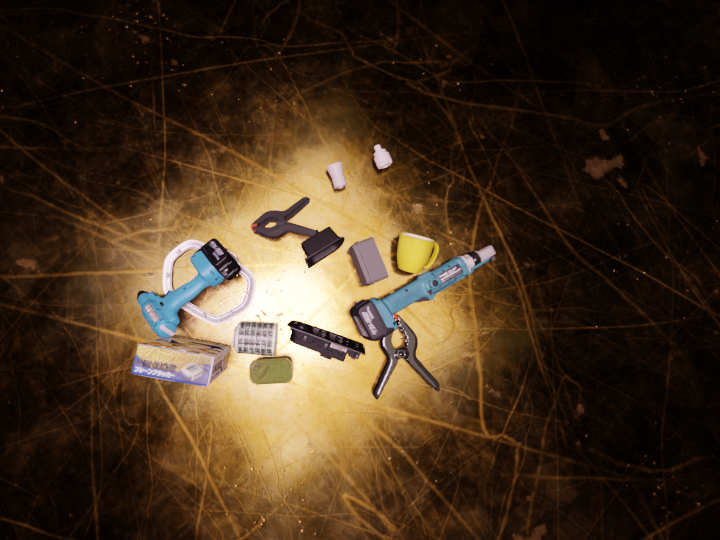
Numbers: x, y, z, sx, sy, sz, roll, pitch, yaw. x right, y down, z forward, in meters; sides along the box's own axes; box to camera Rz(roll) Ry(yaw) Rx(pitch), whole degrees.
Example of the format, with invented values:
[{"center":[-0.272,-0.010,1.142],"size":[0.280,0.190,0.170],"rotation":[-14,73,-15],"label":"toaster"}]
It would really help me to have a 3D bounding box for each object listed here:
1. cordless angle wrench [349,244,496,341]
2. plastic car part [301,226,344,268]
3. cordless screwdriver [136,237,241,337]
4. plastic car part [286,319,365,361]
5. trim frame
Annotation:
[{"center":[0.174,0.036,1.062],"size":[0.416,0.075,0.098],"rotation":[-28,91,-17],"label":"cordless angle wrench"},{"center":[-0.107,-0.070,1.094],"size":[0.115,0.064,0.073],"rotation":[-36,72,-12],"label":"plastic car part"},{"center":[-0.423,0.028,1.022],"size":[0.247,0.071,0.168],"rotation":[-46,55,-12],"label":"cordless screwdriver"},{"center":[-0.092,0.179,1.053],"size":[0.203,0.067,0.067],"rotation":[24,107,0],"label":"plastic car part"},{"center":[-0.390,0.026,1.079],"size":[0.251,0.027,0.184],"rotation":[30,80,4],"label":"trim frame"}]
